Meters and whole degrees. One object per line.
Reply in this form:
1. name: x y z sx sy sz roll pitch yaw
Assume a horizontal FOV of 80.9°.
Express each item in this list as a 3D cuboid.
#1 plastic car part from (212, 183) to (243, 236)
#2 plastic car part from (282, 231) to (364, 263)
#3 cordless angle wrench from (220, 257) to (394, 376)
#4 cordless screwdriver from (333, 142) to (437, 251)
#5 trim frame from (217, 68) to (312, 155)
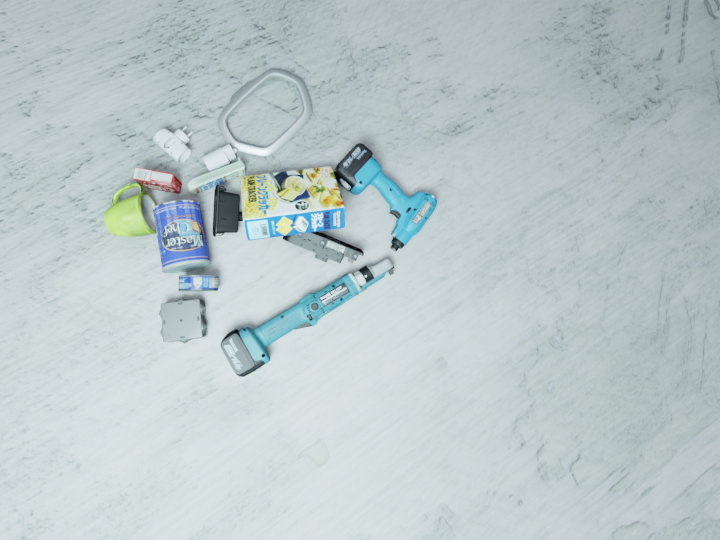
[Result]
1. plastic car part: -0.304 -0.133 0.975 0.069 0.068 0.117 0 84 -21
2. plastic car part: -0.096 -0.063 0.978 0.203 0.067 0.067 26 105 -1
3. cordless angle wrench: -0.105 0.084 0.946 0.419 0.074 0.099 -31 86 -11
4. cordless screwdriver: 0.044 -0.172 0.999 0.248 0.075 0.159 37 80 -2
5. trim frame: -0.233 -0.388 1.038 0.185 0.027 0.248 42 82 2
